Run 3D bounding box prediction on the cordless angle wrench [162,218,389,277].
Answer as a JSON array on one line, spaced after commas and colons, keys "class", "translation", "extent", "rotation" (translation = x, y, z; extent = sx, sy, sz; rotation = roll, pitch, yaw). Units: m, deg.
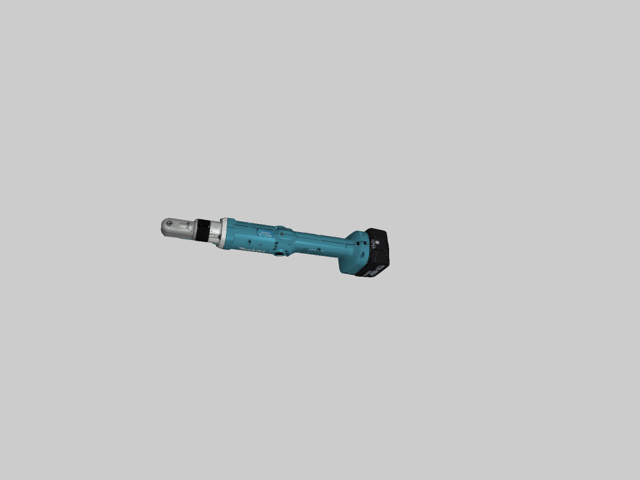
[{"class": "cordless angle wrench", "translation": [-0.076, 0.003, 0.797], "extent": [0.423, 0.074, 0.098], "rotation": [8, -27, -18]}]
